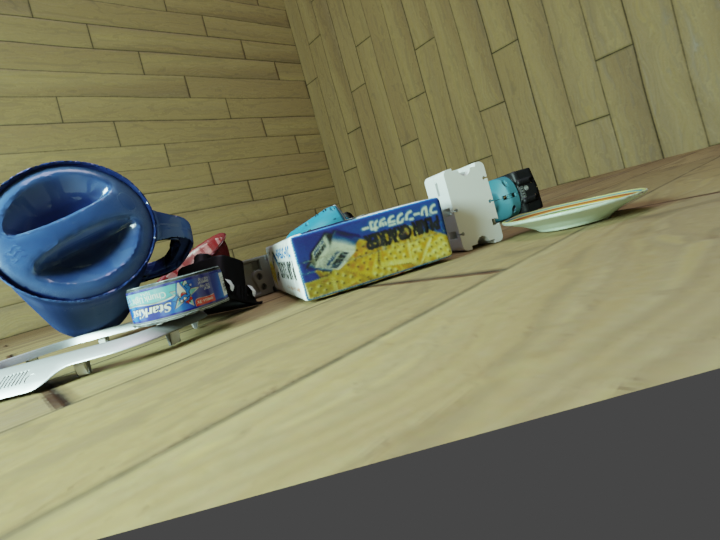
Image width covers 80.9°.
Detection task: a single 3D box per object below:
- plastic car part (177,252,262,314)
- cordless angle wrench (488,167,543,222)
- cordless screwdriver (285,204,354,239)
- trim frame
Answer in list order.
[{"bbox_3d":[-0.181,0.014,0.497,0.121,0.072,0.062,-11,-19,28],"label":"plastic car part"},{"bbox_3d":[0.098,-0.073,0.697,0.416,0.074,0.100,-19,2,-15],"label":"cordless angle wrench"},{"bbox_3d":[-0.077,-0.050,0.788,0.161,0.075,0.244,-32,-3,11],"label":"cordless screwdriver"},{"bbox_3d":[-0.263,0.077,0.403,0.251,0.027,0.183,-13,5,6],"label":"trim frame"}]
